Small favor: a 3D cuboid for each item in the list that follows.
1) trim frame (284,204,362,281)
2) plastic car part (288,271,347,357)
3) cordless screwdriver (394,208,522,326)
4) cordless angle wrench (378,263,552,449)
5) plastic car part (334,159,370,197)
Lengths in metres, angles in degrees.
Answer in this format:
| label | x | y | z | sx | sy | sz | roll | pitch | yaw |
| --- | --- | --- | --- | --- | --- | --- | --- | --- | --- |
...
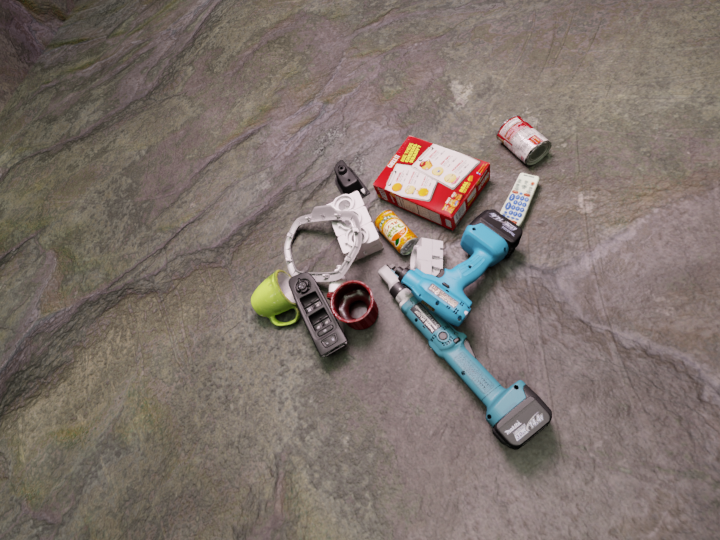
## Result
| label | x | y | z | sx | sy | sz | roll | pitch | yaw |
| --- | --- | --- | --- | --- | --- | --- | --- | --- | --- |
| trim frame | -0.098 | -0.064 | 1.006 | 0.261 | 0.026 | 0.186 | 0 | 76 | 42 |
| plastic car part | -0.094 | 0.092 | 0.942 | 0.067 | 0.064 | 0.211 | -35 | 64 | 8 |
| cordless screwdriver | 0.198 | -0.023 | 0.854 | 0.166 | 0.072 | 0.247 | 36 | 69 | 21 |
| cordless angle wrench | 0.167 | 0.136 | 0.828 | 0.098 | 0.070 | 0.446 | -39 | 56 | -3 |
| plastic car part | -0.036 | -0.238 | 1.088 | 0.066 | 0.068 | 0.122 | -31 | 62 | 1 |
